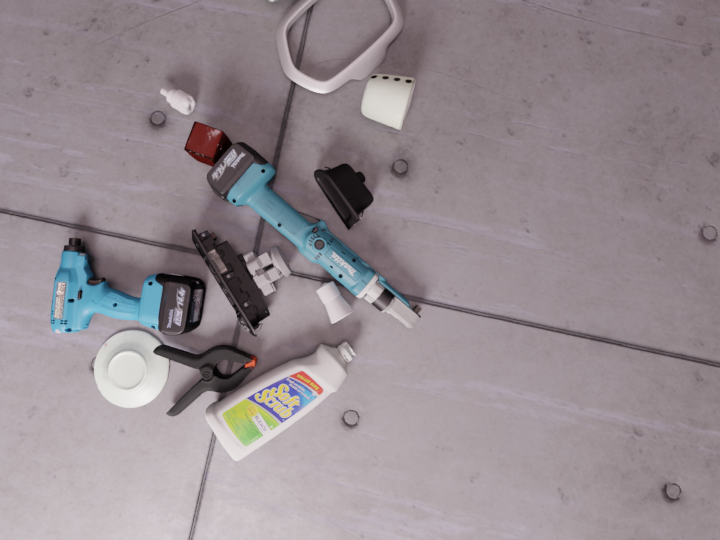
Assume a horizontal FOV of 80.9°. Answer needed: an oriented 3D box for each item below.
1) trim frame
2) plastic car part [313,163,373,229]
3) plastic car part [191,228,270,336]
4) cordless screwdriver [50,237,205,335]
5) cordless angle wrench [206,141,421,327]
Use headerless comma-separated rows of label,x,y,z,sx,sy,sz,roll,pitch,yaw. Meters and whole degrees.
trim frame,-0.039,-0.429,0.762,0.248,0.027,0.185,-43,86,-4
plastic car part,-0.020,-0.140,0.728,0.070,0.066,0.118,-29,84,-18
plastic car part,-0.215,0.016,0.717,0.065,0.067,0.205,-26,85,-29
cordless screwdriver,-0.391,0.028,0.709,0.251,0.073,0.160,2,86,4
cordless angle wrench,-0.070,-0.046,0.714,0.423,0.074,0.098,40,87,0
